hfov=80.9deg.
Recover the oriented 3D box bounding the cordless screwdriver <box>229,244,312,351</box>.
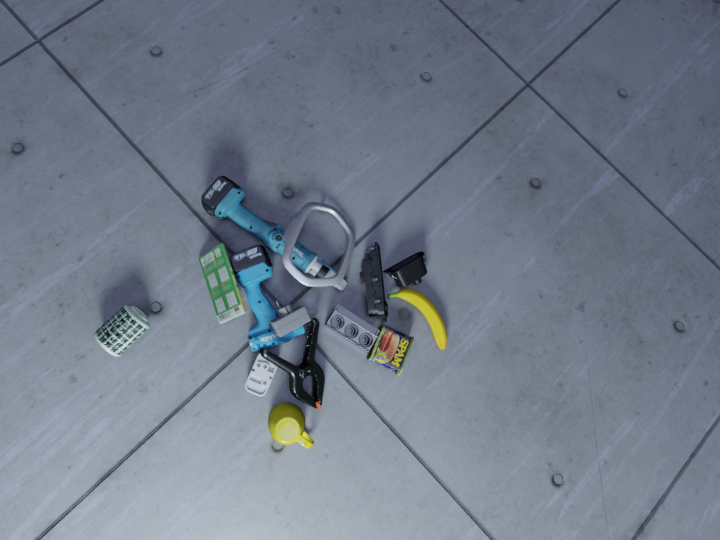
[{"bbox_3d":[-0.225,0.060,1.045,0.157,0.075,0.251,-17,84,-12],"label":"cordless screwdriver"}]

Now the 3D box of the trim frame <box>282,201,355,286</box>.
[{"bbox_3d":[-0.104,-0.068,1.068,0.180,0.028,0.251,26,58,-13],"label":"trim frame"}]

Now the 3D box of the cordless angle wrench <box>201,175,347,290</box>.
[{"bbox_3d":[-0.211,-0.079,1.078,0.422,0.074,0.098,36,73,-1],"label":"cordless angle wrench"}]

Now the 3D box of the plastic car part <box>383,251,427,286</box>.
[{"bbox_3d":[0.131,0.005,1.103,0.115,0.068,0.070,-26,100,-14],"label":"plastic car part"}]

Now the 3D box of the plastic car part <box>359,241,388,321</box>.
[{"bbox_3d":[0.035,0.033,1.082,0.067,0.065,0.206,-10,80,0],"label":"plastic car part"}]
